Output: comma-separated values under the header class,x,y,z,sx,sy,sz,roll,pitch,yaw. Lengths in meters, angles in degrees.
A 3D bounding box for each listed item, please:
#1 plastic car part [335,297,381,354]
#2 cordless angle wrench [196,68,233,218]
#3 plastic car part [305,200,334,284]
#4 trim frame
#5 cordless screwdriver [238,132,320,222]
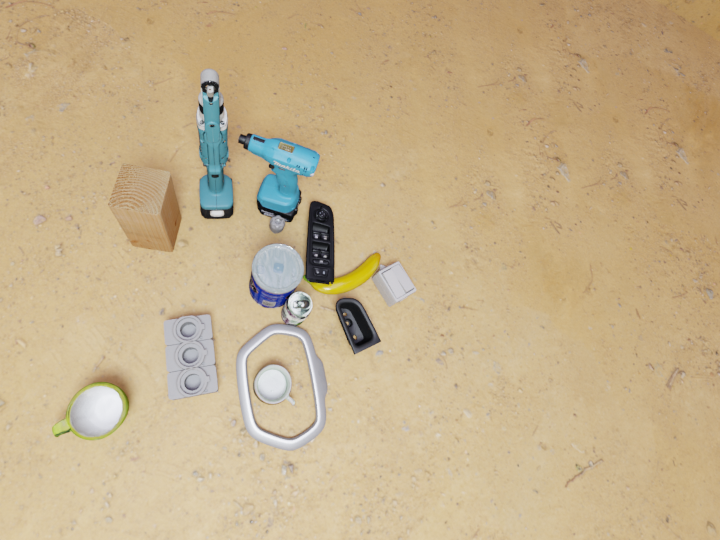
class,x,y,z,sx,sy,sz,roll,pitch,yaw
plastic car part,-0.017,0.118,0.918,0.064,0.071,0.119,-21,76,-21
cordless angle wrench,-0.278,-0.222,0.802,0.072,0.424,0.100,-2,73,-18
plastic car part,-0.095,-0.062,0.973,0.065,0.067,0.207,5,69,-13
trim frame,-0.157,0.234,0.867,0.180,0.027,0.254,-9,72,-15
cordless screwdriver,-0.187,-0.199,0.907,0.157,0.249,0.075,20,68,-8
